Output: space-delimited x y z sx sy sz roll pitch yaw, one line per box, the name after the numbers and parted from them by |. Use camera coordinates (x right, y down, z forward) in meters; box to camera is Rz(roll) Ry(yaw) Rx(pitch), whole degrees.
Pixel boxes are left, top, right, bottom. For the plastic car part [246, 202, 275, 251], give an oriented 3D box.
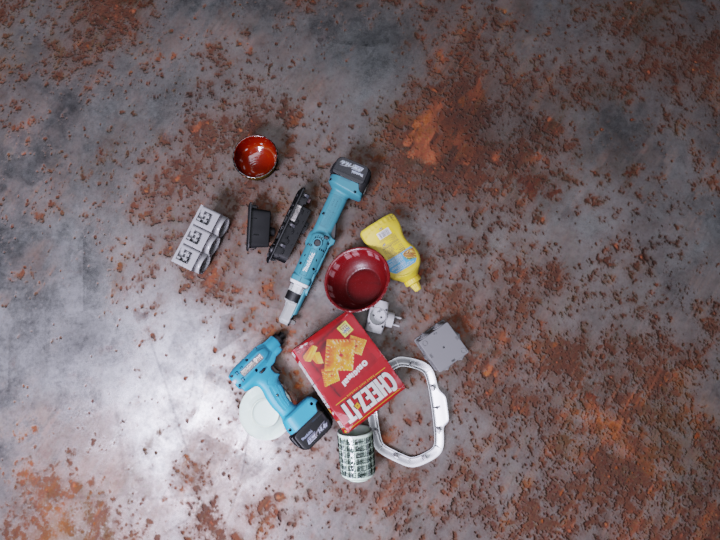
-0.247 -0.105 1.045 0.069 0.067 0.117 0 87 -15 | plastic car part

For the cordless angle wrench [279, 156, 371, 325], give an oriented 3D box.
-0.100 -0.066 1.026 0.099 0.074 0.423 24 87 3 | cordless angle wrench

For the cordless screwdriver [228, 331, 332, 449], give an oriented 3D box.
-0.166 0.274 0.978 0.252 0.074 0.157 44 67 7 | cordless screwdriver

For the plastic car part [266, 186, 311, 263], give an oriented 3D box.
-0.171 -0.102 1.041 0.064 0.069 0.203 31 83 -23 | plastic car part

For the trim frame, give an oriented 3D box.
0.109 0.329 0.986 0.184 0.027 0.251 -6 81 1 | trim frame
